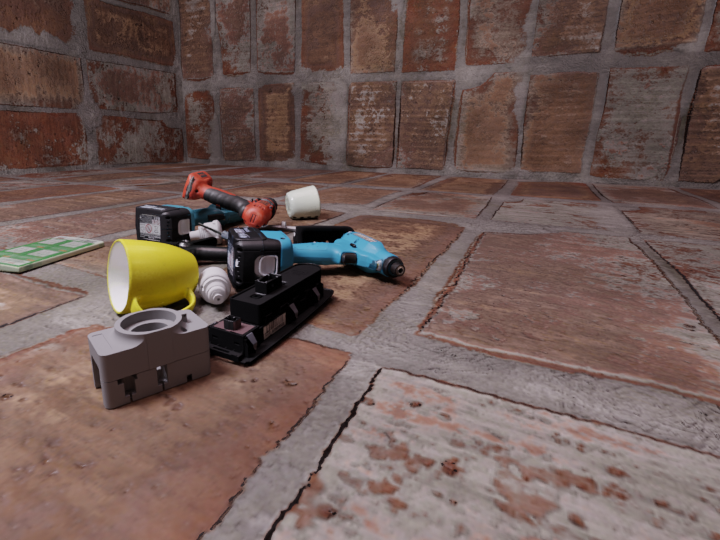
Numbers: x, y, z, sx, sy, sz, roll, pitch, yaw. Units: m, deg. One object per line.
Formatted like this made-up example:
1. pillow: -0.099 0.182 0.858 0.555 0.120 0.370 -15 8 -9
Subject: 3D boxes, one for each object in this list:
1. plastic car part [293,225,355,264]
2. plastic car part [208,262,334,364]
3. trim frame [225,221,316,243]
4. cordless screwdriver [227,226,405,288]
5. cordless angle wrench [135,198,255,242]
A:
1. plastic car part: -0.074 -0.049 0.762 0.112 0.066 0.074 -6 3 -32
2. plastic car part: -0.097 0.034 0.491 0.069 0.066 0.197 1 13 25
3. trim frame: -0.185 -0.071 0.869 0.181 0.027 0.258 -5 20 -13
4. cordless screwdriver: -0.068 -0.017 0.632 0.240 0.073 0.167 -4 17 -26
5. cordless angle wrench: -0.330 -0.132 0.992 0.101 0.073 0.413 8 17 19
